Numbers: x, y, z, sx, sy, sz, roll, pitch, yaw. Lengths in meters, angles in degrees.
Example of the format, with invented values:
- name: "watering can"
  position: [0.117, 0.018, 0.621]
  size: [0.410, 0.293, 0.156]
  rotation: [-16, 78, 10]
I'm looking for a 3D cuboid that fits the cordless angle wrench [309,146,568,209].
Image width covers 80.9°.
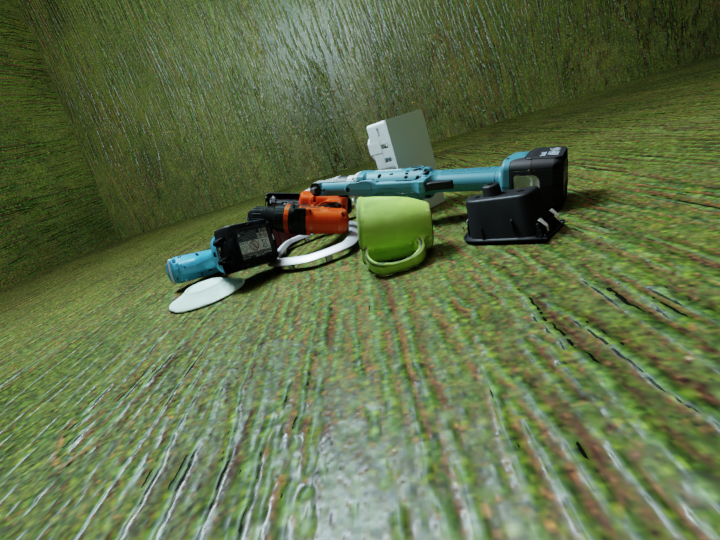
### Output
- name: "cordless angle wrench"
  position: [0.096, -0.144, 0.700]
  size: [0.443, 0.072, 0.096]
  rotation: [5, 25, 33]

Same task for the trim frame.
- name: "trim frame"
  position: [-0.077, -0.050, 0.783]
  size: [0.186, 0.027, 0.251]
  rotation: [-17, 15, 6]

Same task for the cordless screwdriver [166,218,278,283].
- name: "cordless screwdriver"
  position: [-0.239, -0.031, 0.781]
  size: [0.153, 0.074, 0.258]
  rotation: [-18, 4, -44]

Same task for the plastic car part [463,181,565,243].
- name: "plastic car part"
  position: [0.175, -0.074, 0.522]
  size: [0.122, 0.069, 0.064]
  rotation: [3, 23, 45]

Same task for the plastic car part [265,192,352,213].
- name: "plastic car part"
  position: [-0.113, -0.138, 0.960]
  size: [0.199, 0.064, 0.070]
  rotation: [-3, 42, -12]
